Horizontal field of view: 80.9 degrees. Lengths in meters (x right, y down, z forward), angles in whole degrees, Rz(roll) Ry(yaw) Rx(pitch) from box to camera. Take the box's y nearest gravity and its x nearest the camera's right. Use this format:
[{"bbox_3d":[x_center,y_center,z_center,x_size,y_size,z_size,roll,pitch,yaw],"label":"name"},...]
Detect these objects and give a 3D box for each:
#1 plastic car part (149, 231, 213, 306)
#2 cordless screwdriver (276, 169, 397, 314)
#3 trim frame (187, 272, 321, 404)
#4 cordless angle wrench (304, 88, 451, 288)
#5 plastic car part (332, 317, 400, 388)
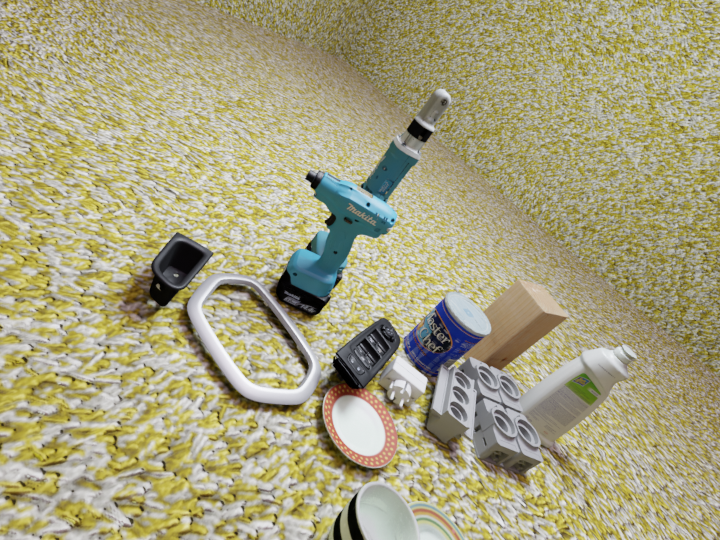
[{"bbox_3d":[-0.277,0.007,0.624,0.065,0.071,0.119,30,30,-13],"label":"plastic car part"},{"bbox_3d":[-0.071,-0.046,0.727,0.156,0.249,0.075,32,31,-10],"label":"cordless screwdriver"},{"bbox_3d":[-0.160,0.099,0.653,0.258,0.027,0.177,46,32,19],"label":"trim frame"},{"bbox_3d":[0.022,-0.138,0.775,0.071,0.424,0.101,25,33,-23],"label":"cordless angle wrench"},{"bbox_3d":[0.011,0.142,0.722,0.068,0.067,0.197,43,31,11],"label":"plastic car part"}]
